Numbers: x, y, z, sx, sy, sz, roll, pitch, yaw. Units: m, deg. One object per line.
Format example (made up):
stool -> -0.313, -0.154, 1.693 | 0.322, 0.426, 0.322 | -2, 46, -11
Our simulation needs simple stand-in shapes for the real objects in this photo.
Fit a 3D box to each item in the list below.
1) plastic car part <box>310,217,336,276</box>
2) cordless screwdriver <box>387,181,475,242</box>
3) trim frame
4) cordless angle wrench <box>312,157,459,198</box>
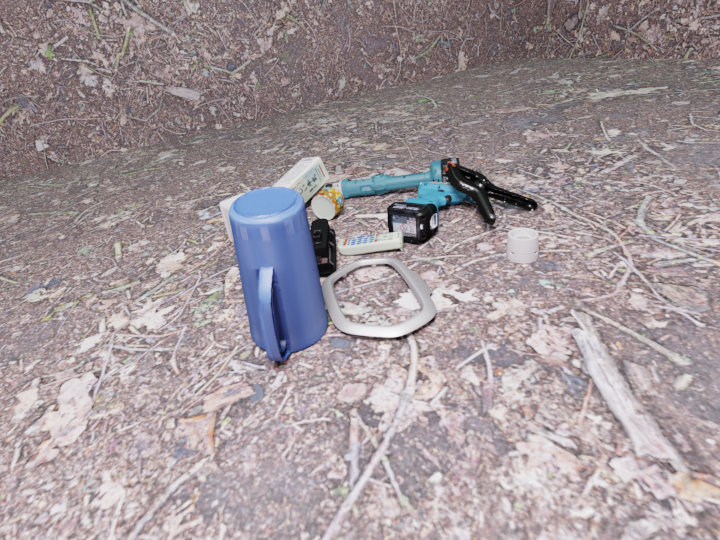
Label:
plastic car part -> -0.090, -0.059, 0.922 | 0.067, 0.065, 0.208 | -15, 27, 7
cordless screwdriver -> 0.173, -0.143, 0.960 | 0.167, 0.072, 0.244 | 9, 32, 31
trim frame -> 0.029, 0.041, 0.743 | 0.183, 0.026, 0.259 | -16, 29, -7
cordless angle wrench -> 0.054, -0.238, 1.165 | 0.435, 0.072, 0.098 | -4, 24, 18
